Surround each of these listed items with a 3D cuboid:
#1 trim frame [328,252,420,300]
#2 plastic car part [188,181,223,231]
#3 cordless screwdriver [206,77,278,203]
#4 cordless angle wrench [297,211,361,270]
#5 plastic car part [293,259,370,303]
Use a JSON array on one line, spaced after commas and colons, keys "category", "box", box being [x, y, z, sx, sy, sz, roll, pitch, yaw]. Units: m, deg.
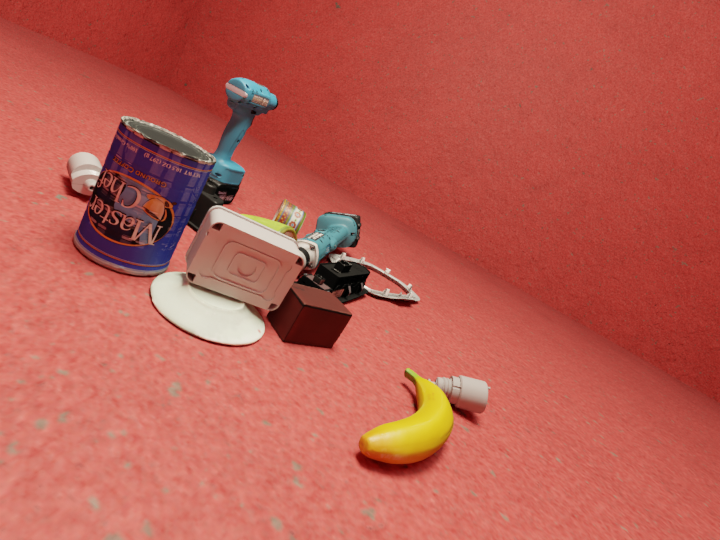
[{"category": "trim frame", "box": [0.034, 0.016, 0.909, 0.195, 0.027, 0.235, 40, 15, 36]}, {"category": "plastic car part", "box": [-0.261, -0.112, 0.687, 0.122, 0.071, 0.063, 32, 14, 25]}, {"category": "cordless screwdriver", "box": [-0.252, -0.261, 0.867, 0.076, 0.248, 0.156, 32, 18, 8]}, {"category": "cordless angle wrench", "box": [-0.080, -0.053, 0.823, 0.100, 0.073, 0.419, 8, 15, 9]}, {"category": "plastic car part", "box": [-0.036, 0.014, 0.707, 0.069, 0.067, 0.195, 27, 9, 20]}]
